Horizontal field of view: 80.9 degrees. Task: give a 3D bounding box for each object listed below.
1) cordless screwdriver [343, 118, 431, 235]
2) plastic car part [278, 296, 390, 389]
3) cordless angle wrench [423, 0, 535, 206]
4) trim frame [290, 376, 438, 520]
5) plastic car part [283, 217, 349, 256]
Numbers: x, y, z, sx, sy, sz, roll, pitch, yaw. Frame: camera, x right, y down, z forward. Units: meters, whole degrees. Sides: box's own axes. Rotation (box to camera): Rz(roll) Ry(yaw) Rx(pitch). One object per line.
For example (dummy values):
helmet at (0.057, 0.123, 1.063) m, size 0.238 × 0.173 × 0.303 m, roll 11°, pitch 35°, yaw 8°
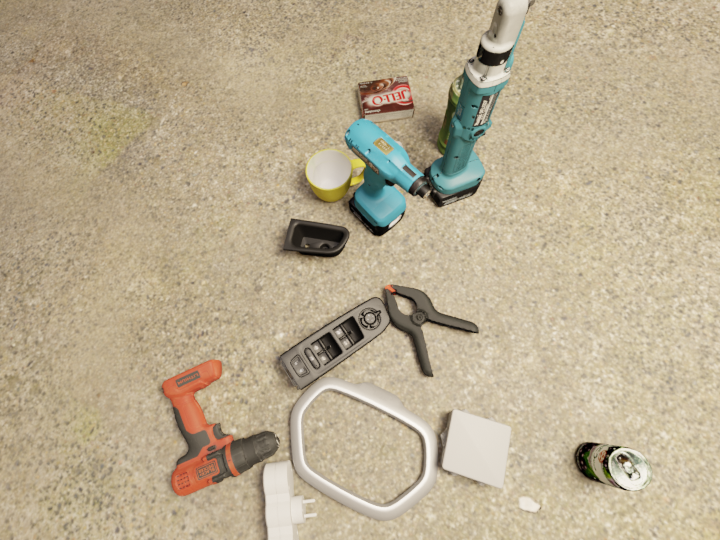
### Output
cordless screwdriver at (0.046, -0.134, 0.725) m, size 0.074 × 0.242 × 0.165 m, roll -40°, pitch 73°, yaw -11°
plastic car part at (-0.037, 0.123, 0.730) m, size 0.202 × 0.065 × 0.069 m, roll -34°, pitch 71°, yaw -7°
cordless angle wrench at (0.173, -0.233, 0.657) m, size 0.097 × 0.411 × 0.077 m, roll -19°, pitch 72°, yaw -5°
trim frame at (0.002, 0.279, 0.685) m, size 0.255 × 0.027 × 0.185 m, roll 21°, pitch 73°, yaw 14°
plastic car part at (-0.078, -0.051, 0.801) m, size 0.119 × 0.069 × 0.067 m, roll 9°, pitch 71°, yaw 9°
